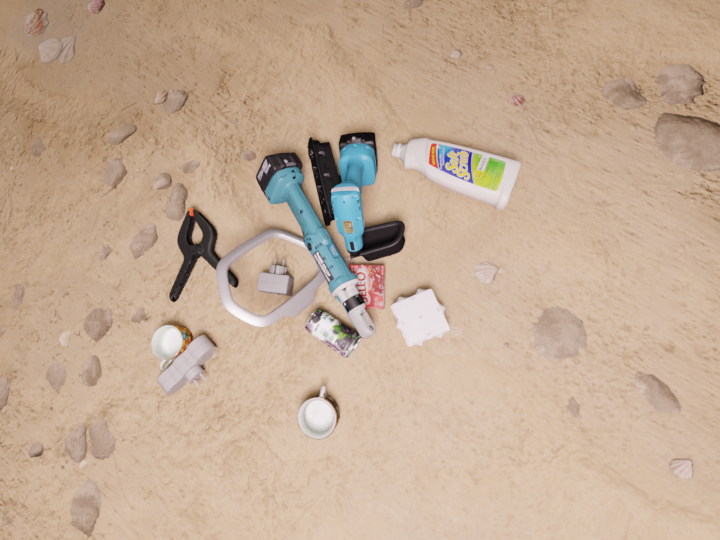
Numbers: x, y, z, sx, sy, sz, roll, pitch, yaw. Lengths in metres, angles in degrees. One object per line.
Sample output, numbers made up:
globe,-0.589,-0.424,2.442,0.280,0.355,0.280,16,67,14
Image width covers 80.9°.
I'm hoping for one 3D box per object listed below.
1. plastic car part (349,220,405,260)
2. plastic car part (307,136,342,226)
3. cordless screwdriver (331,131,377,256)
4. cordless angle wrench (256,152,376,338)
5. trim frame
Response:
plastic car part,0.042,-0.052,0.859,0.119,0.067,0.068,-12,58,18
plastic car part,-0.073,-0.204,0.923,0.067,0.065,0.207,-17,75,-6
cordless screwdriver,-0.009,-0.159,0.846,0.076,0.153,0.254,-1,45,9
cordless angle wrench,-0.084,-0.055,0.863,0.072,0.098,0.436,-17,68,-38
trim frame,-0.173,0.009,0.846,0.188,0.027,0.244,42,49,10
